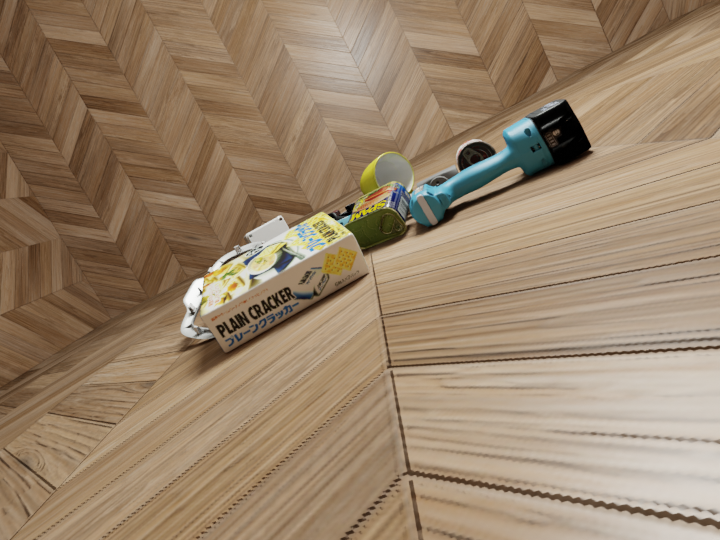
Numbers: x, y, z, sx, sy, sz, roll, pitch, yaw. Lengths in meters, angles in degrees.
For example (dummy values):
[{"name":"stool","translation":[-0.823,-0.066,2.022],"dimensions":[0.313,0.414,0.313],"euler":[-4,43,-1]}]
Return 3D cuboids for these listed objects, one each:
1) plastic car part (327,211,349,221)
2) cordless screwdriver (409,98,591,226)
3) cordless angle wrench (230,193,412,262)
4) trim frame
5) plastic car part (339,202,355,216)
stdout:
[{"name":"plastic car part","translation":[-0.057,-0.085,0.908],"dimensions":[0.068,0.067,0.120],"euler":[-12,-8,-41]},{"name":"cordless screwdriver","translation":[0.189,-0.154,0.636],"dimensions":[0.253,0.073,0.159],"euler":[-28,11,18]},{"name":"cordless angle wrench","translation":[-0.080,-0.052,0.820],"dimensions":[0.431,0.073,0.098],"euler":[-22,12,18]},{"name":"trim frame","translation":[-0.223,0.023,0.741],"dimensions":[0.189,0.026,0.254],"euler":[-14,38,18]},{"name":"plastic car part","translation":[-0.001,-0.119,0.934],"dimensions":[0.065,0.066,0.210],"euler":[-24,13,-18]}]
